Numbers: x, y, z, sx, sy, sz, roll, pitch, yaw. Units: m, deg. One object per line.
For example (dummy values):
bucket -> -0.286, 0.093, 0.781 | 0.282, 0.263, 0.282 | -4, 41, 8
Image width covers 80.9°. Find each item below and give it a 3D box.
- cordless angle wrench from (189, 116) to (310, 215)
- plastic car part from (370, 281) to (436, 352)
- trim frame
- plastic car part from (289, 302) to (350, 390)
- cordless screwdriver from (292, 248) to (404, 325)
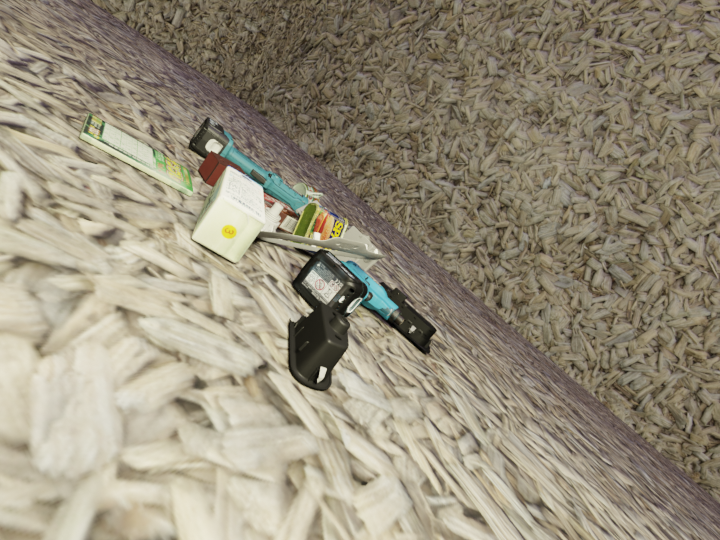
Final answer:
cordless angle wrench -> -0.225, -0.217, 1.061 | 0.403, 0.074, 0.102 | 35, 13, -28
plastic car part -> 0.077, 0.081, 0.865 | 0.210, 0.067, 0.064 | 45, 6, 17
trim frame -> -0.071, -0.047, 0.730 | 0.236, 0.027, 0.193 | 13, -2, -34
plastic car part -> -0.041, 0.079, 0.494 | 0.064, 0.071, 0.120 | 35, 10, -17
cordless screwdriver -> -0.006, 0.042, 0.735 | 0.165, 0.074, 0.240 | 42, 9, 16
